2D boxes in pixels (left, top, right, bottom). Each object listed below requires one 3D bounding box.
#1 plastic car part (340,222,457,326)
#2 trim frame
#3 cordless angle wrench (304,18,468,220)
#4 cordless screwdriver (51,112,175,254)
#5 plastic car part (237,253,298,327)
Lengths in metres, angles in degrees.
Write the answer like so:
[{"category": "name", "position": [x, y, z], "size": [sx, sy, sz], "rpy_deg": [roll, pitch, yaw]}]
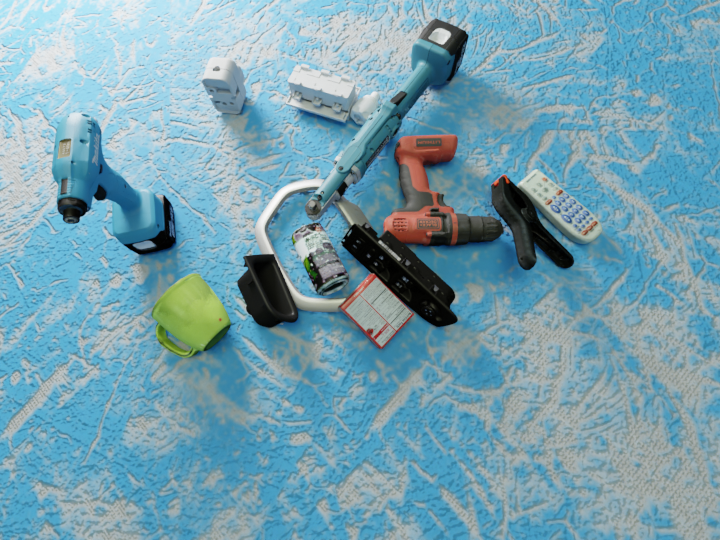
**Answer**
[{"category": "plastic car part", "position": [0.065, 0.002, 0.638], "size": [0.206, 0.066, 0.066], "rpy_deg": [46, 50, 8]}, {"category": "trim frame", "position": [-0.068, -0.045, 0.698], "size": [0.183, 0.026, 0.258], "rpy_deg": [-31, 68, -5]}, {"category": "cordless angle wrench", "position": [0.039, -0.251, 0.726], "size": [0.076, 0.095, 0.422], "rpy_deg": [33, 77, 13]}, {"category": "cordless screwdriver", "position": [-0.362, -0.094, 0.630], "size": [0.074, 0.241, 0.164], "rpy_deg": [-13, 66, -3]}, {"category": "plastic car part", "position": [-0.153, 0.040, 0.656], "size": [0.072, 0.063, 0.119], "rpy_deg": [-33, 73, 32]}]
